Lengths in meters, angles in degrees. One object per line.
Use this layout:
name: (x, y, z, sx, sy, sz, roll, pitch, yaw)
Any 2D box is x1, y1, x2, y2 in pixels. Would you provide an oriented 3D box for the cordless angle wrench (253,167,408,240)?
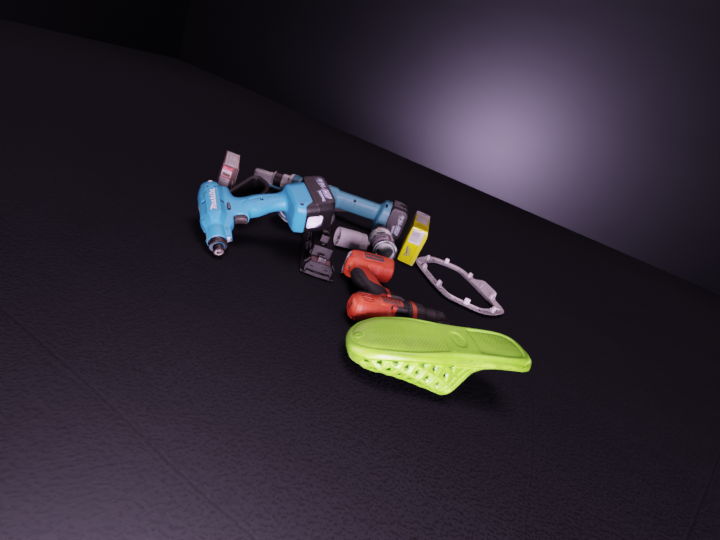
cordless angle wrench: (-0.086, -0.195, 1.127, 0.426, 0.097, 0.075, 20, 25, 3)

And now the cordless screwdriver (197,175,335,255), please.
cordless screwdriver: (-0.170, -0.102, 0.785, 0.242, 0.073, 0.166, -6, 52, -18)

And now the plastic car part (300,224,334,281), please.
plastic car part: (-0.084, -0.055, 0.857, 0.065, 0.066, 0.209, 11, 22, -11)

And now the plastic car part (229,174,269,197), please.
plastic car part: (-0.241, -0.146, 0.900, 0.067, 0.070, 0.116, 28, 39, 6)

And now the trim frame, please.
trim frame: (0.231, 0.027, 0.995, 0.177, 0.027, 0.260, 13, 23, -23)
